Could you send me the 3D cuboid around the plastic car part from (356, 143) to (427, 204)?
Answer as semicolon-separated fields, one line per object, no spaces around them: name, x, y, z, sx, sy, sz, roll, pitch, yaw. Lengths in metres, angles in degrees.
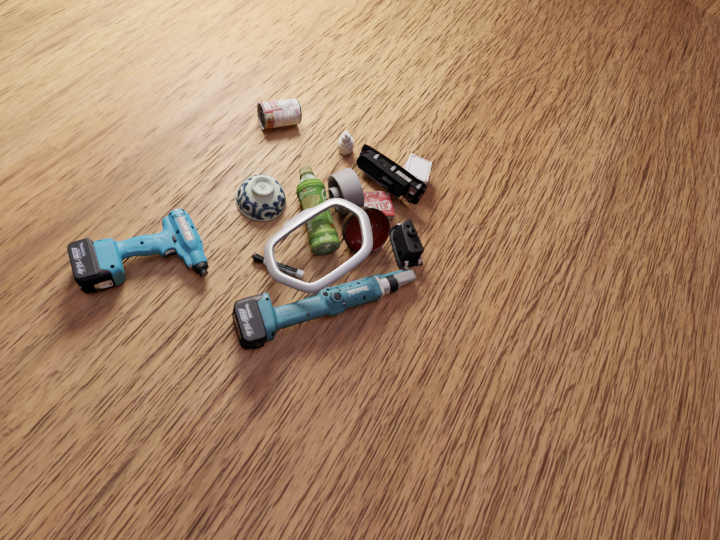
plastic car part;0.065;-0.240;1.074;0.065;0.065;0.210;-34;68;-34

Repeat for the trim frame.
trim frame;-0.089;-0.058;0.906;0.247;0.027;0.191;-37;68;-10

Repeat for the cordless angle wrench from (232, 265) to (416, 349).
cordless angle wrench;-0.059;0.063;0.911;0.412;0.074;0.101;-15;70;-21

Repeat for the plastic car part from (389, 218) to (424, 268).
plastic car part;0.115;-0.072;1.012;0.064;0.071;0.120;-8;71;-20

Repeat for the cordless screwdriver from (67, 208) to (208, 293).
cordless screwdriver;-0.445;-0.022;0.865;0.242;0.074;0.164;-24;73;-26
